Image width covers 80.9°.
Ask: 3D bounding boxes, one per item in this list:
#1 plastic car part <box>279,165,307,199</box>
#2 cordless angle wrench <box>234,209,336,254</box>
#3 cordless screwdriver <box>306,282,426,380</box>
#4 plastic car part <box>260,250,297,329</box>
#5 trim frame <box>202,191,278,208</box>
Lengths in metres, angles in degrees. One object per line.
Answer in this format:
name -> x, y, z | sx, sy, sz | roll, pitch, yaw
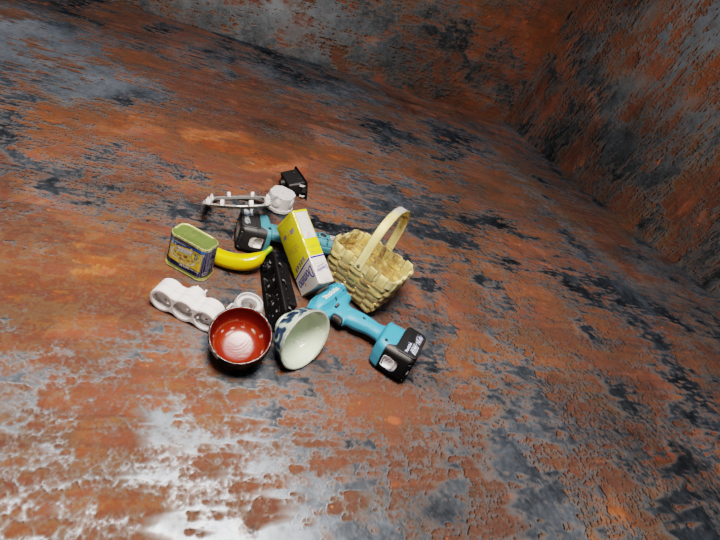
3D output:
plastic car part -> -0.212, -0.269, 1.297 | 0.069, 0.064, 0.123 | -14, 45, -23
cordless angle wrench -> -0.106, -0.069, 1.082 | 0.408, 0.074, 0.102 | 10, 37, -21
cordless screwdriver -> -0.002, 0.129, 0.876 | 0.258, 0.073, 0.155 | 32, 36, 18
plastic car part -> -0.174, 0.036, 0.909 | 0.064, 0.066, 0.213 | 13, 35, -34
trim frame -> -0.300, -0.180, 1.068 | 0.181, 0.027, 0.255 | 0, 14, -11
